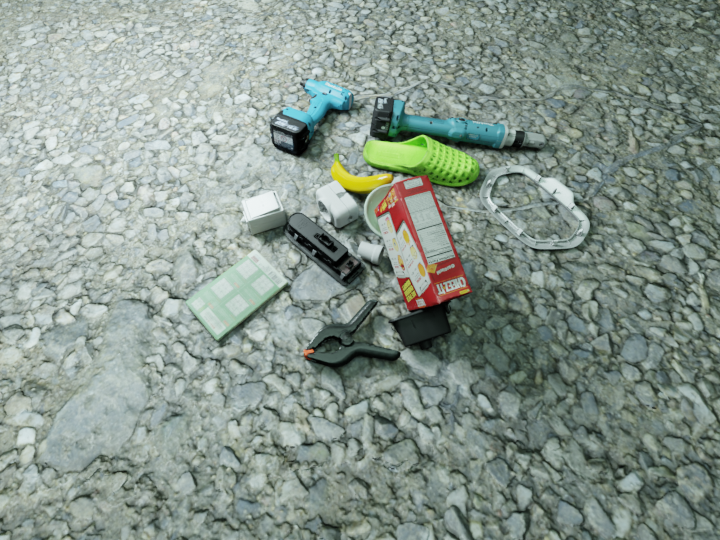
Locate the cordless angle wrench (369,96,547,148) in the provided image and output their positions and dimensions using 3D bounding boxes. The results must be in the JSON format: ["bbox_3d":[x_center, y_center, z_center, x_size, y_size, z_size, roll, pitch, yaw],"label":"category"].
[{"bbox_3d":[0.239,-0.346,1.035,0.426,0.072,0.100,10,45,4],"label":"cordless angle wrench"}]

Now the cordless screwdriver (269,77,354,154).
[{"bbox_3d":[-0.146,-0.413,1.092,0.165,0.072,0.247,28,60,17],"label":"cordless screwdriver"}]

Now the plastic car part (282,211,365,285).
[{"bbox_3d":[-0.086,-0.056,0.878,0.212,0.064,0.066,37,73,24],"label":"plastic car part"}]

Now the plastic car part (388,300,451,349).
[{"bbox_3d":[0.116,0.106,0.774,0.115,0.065,0.073,-20,76,-7],"label":"plastic car part"}]

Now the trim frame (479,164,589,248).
[{"bbox_3d":[0.381,-0.146,0.933,0.181,0.027,0.260,-28,60,-16],"label":"trim frame"}]
